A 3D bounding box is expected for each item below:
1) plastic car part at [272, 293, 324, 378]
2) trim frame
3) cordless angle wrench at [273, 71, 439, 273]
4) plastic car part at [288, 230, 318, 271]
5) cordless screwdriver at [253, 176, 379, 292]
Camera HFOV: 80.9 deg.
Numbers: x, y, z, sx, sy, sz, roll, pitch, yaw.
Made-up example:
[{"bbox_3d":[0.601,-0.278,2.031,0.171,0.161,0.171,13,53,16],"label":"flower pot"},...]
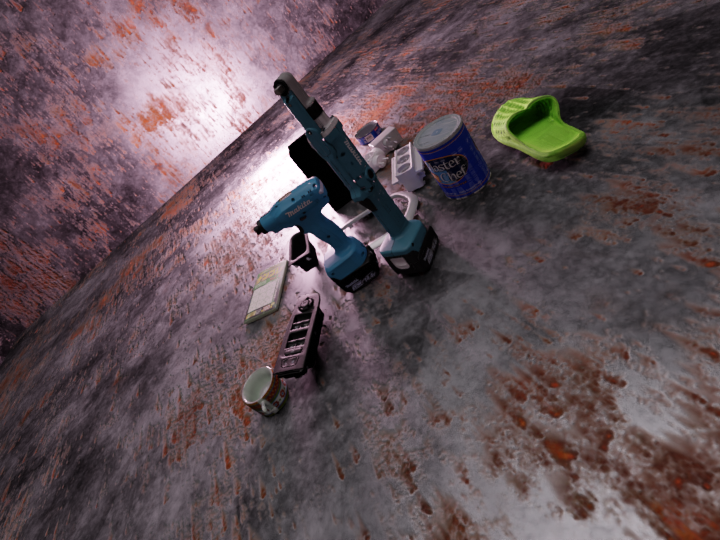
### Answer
[{"bbox_3d":[-0.105,0.126,0.817,0.068,0.064,0.208,-25,36,25],"label":"plastic car part"},{"bbox_3d":[0.025,-0.101,0.979,0.251,0.026,0.191,-34,33,13],"label":"trim frame"},{"bbox_3d":[-0.003,-0.156,0.722,0.077,0.403,0.098,-9,42,43],"label":"cordless angle wrench"},{"bbox_3d":[-0.134,-0.043,1.040,0.067,0.067,0.121,-32,33,16],"label":"plastic car part"},{"bbox_3d":[-0.082,-0.054,0.841,0.161,0.237,0.077,-32,31,16],"label":"cordless screwdriver"}]
